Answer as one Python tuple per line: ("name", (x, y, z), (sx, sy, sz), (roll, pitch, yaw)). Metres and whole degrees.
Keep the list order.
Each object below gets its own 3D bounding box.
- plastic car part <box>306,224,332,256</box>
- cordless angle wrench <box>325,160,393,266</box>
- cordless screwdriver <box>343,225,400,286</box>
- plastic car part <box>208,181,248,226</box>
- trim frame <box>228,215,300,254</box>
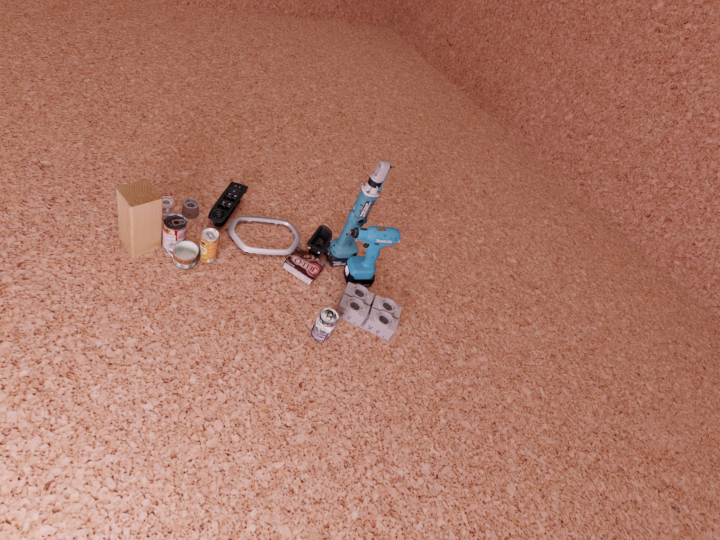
("plastic car part", (-0.140, -0.092, 1.437), (0.066, 0.070, 0.117), (27, 45, 0))
("cordless angle wrench", (-0.006, -0.171, 1.316), (0.094, 0.420, 0.077), (1, 51, -26))
("cordless screwdriver", (0.006, -0.047, 1.329), (0.154, 0.247, 0.077), (4, 50, -22))
("plastic car part", (-0.453, -0.219, 1.433), (0.066, 0.066, 0.205), (22, 45, -4))
("trim frame", (-0.320, -0.122, 1.424), (0.240, 0.027, 0.192), (1, 49, -21))
